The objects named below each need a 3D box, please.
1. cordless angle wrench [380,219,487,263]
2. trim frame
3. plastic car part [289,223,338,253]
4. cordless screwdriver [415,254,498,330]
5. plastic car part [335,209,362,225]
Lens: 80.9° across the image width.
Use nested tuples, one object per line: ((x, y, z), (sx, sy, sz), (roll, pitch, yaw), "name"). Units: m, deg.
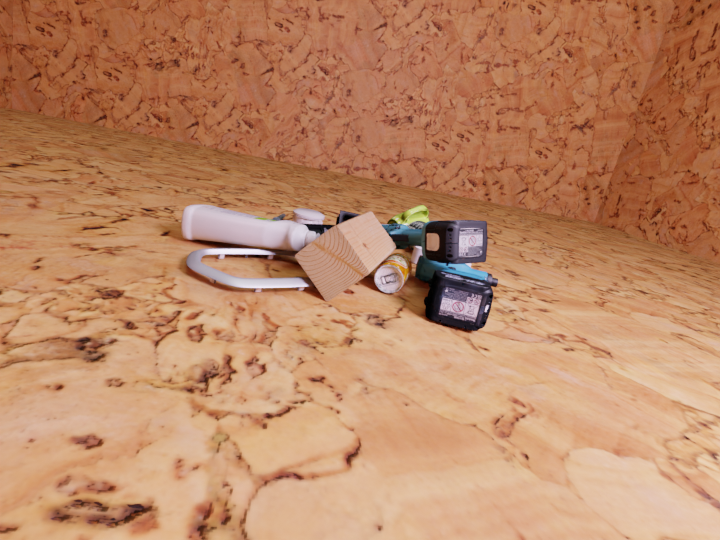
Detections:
((0.077, -0.072, 0.900), (0.094, 0.074, 0.442), (-4, 8, -30), "cordless angle wrench")
((-0.168, -0.006, 0.716), (0.238, 0.027, 0.195), (-3, 23, -35), "trim frame")
((-0.086, -0.057, 0.884), (0.195, 0.066, 0.070), (5, 44, -27), "plastic car part")
((0.184, 0.030, 0.751), (0.161, 0.073, 0.248), (12, 13, 4), "cordless screwdriver")
((-0.020, -0.120, 1.133), (0.112, 0.066, 0.074), (7, 2, -27), "plastic car part")
